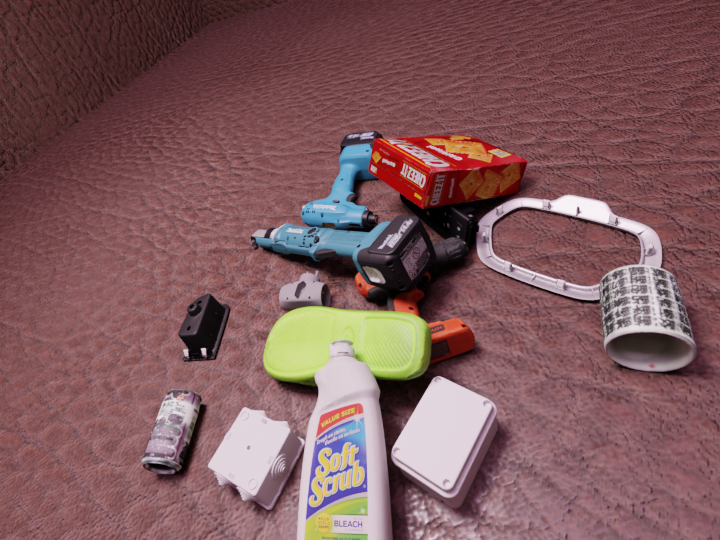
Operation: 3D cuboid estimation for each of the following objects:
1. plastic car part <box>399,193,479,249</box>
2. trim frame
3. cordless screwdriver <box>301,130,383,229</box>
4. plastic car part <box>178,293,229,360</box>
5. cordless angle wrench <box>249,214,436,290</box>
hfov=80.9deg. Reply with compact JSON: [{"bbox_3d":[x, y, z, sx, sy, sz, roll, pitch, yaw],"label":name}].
[{"bbox_3d":[0.140,-0.114,0.745,0.066,0.063,0.215,-27,42,-17],"label":"plastic car part"},{"bbox_3d":[0.295,-0.046,0.631,0.263,0.026,0.182,25,61,42],"label":"trim frame"},{"bbox_3d":[-0.004,-0.183,0.876,0.167,0.070,0.250,7,56,30],"label":"cordless screwdriver"},{"bbox_3d":[-0.280,0.090,0.741,0.068,0.067,0.119,-8,48,15],"label":"plastic car part"},{"bbox_3d":[-0.072,-0.047,0.740,0.446,0.071,0.097,10,50,47],"label":"cordless angle wrench"}]
